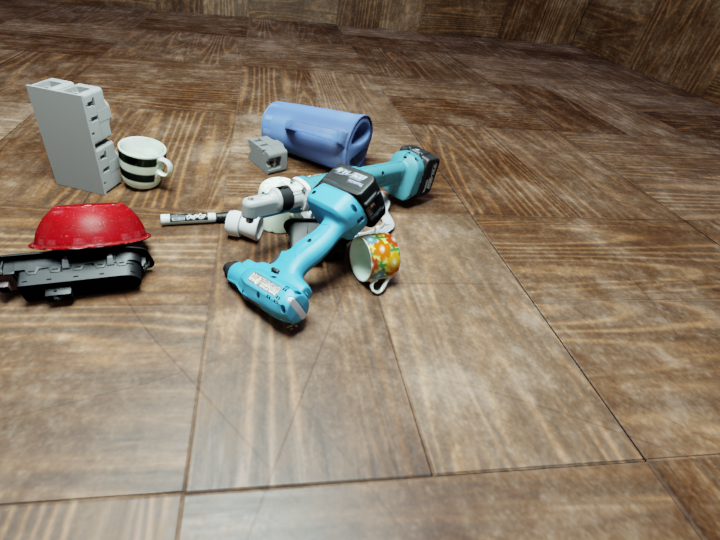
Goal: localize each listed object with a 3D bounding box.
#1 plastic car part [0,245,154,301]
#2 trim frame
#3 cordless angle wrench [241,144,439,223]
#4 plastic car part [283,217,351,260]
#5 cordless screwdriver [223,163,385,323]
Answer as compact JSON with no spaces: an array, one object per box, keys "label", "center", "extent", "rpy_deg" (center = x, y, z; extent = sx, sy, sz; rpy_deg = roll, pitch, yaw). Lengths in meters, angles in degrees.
[{"label":"plastic car part","center":[-0.391,0.005,0.580],"extent":[0.197,0.065,0.070],"rpy_deg":[-10,52,-21]},{"label":"trim frame","center":[-0.036,-0.136,0.837],"extent":[0.179,0.027,0.262],"rpy_deg":[-9,39,-20]},{"label":"cordless angle wrench","center":[-0.023,-0.151,0.752],"extent":[0.409,0.096,0.078],"rpy_deg":[-21,47,-38]},{"label":"plastic car part","center":[-0.068,-0.045,0.699],"extent":[0.115,0.064,0.073],"rpy_deg":[-2,53,-6]},{"label":"cordless screwdriver","center":[-0.085,-0.051,0.629],"extent":[0.168,0.070,0.248],"rpy_deg":[23,66,35]}]
